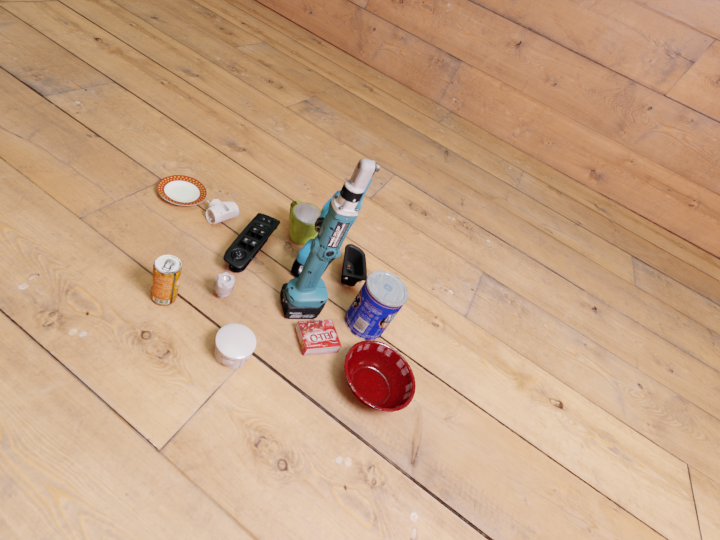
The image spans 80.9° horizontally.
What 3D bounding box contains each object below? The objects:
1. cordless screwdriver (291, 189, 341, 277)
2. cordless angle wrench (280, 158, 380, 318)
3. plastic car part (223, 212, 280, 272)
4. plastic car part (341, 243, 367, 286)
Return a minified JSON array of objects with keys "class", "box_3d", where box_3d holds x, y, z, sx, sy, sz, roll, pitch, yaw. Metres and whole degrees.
[{"class":"cordless screwdriver","box_3d":[-0.098,-0.064,1.001,0.075,0.247,0.159,31,40,2]},{"class":"cordless angle wrench","box_3d":[-0.068,-0.052,0.870,0.094,0.420,0.078,5,46,-26]},{"class":"plastic car part","box_3d":[-0.276,-0.065,1.054,0.066,0.066,0.204,27,40,-1]},{"class":"plastic car part","box_3d":[-0.025,-0.005,1.109,0.064,0.070,0.120,15,41,-14]}]
